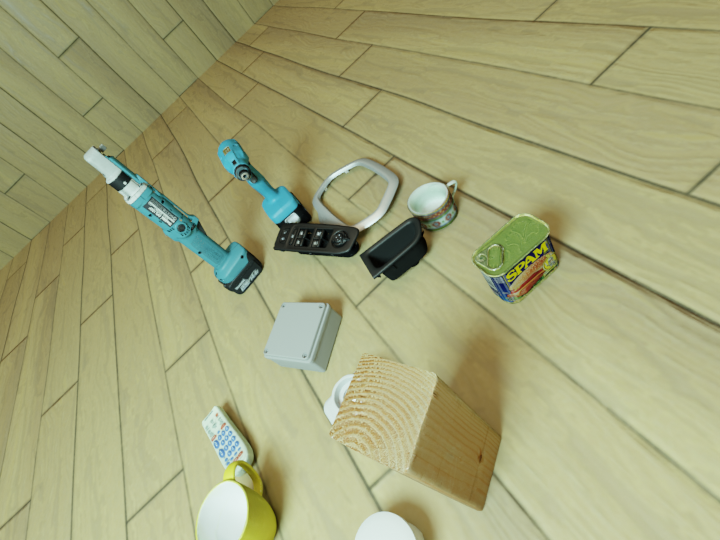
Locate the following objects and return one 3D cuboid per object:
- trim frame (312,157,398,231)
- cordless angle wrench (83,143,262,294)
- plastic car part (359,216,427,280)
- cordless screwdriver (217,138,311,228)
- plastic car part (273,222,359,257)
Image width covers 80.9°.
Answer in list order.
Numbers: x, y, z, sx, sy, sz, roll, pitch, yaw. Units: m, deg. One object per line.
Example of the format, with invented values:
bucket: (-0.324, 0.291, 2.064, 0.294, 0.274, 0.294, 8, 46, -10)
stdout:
trim frame: (-0.018, -0.163, 0.922, 0.184, 0.026, 0.263, -44, 42, 0)
cordless angle wrench: (-0.370, -0.095, 0.862, 0.098, 0.400, 0.079, -51, 42, -8)
plastic car part: (0.069, -0.027, 0.716, 0.117, 0.067, 0.069, -37, 42, 8)
cordless screwdriver: (-0.202, -0.169, 0.913, 0.074, 0.235, 0.168, -41, 41, 3)
plastic car part: (-0.084, -0.055, 0.860, 0.213, 0.063, 0.067, 4, 60, 39)
